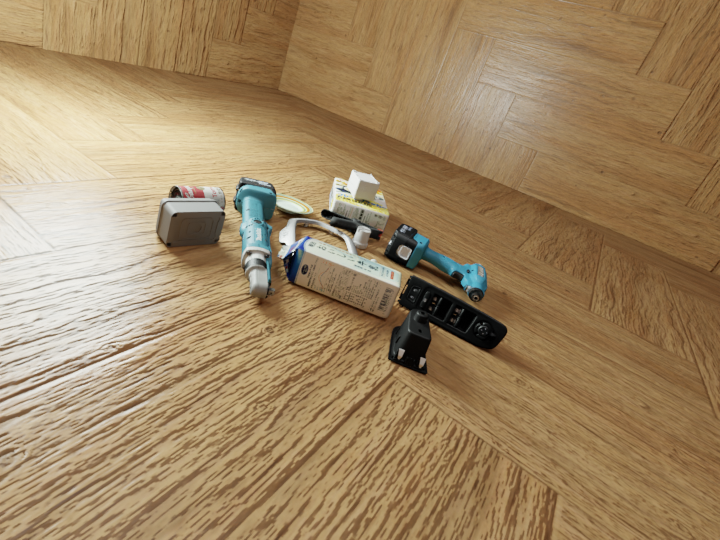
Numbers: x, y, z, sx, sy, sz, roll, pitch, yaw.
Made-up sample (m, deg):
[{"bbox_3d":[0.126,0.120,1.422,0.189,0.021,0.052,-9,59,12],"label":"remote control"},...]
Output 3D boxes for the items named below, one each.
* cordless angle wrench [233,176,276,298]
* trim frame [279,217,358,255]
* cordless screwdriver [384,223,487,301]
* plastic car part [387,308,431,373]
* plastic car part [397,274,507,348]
[{"bbox_3d":[-0.215,-0.077,0.869,0.095,0.073,0.441,10,29,-20],"label":"cordless angle wrench"},{"bbox_3d":[-0.095,-0.062,0.967,0.180,0.027,0.257,13,27,-14],"label":"trim frame"},{"bbox_3d":[0.182,-0.014,1.008,0.253,0.074,0.158,27,26,8],"label":"cordless screwdriver"},{"bbox_3d":[0.091,0.104,0.709,0.066,0.070,0.117,21,28,-1],"label":"plastic car part"},{"bbox_3d":[0.178,0.085,0.827,0.211,0.066,0.064,28,0,22],"label":"plastic car part"}]
